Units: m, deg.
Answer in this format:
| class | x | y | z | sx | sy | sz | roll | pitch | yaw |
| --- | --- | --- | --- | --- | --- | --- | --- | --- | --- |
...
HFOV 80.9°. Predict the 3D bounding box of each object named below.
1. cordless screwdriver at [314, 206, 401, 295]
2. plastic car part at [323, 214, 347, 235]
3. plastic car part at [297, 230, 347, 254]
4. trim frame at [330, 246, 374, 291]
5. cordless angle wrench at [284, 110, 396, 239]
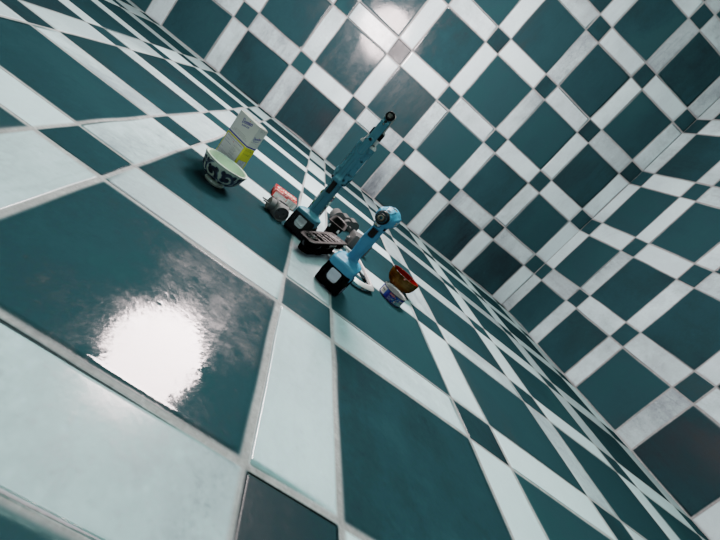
| class | x | y | z | sx | sy | sz | roll | pitch | yaw |
| --- | --- | --- | --- | --- | --- | --- | --- | --- | --- |
| cordless screwdriver | -0.005 | -0.051 | 0.995 | 0.075 | 0.250 | 0.156 | 43 | 14 | 5 |
| plastic car part | -0.089 | -0.138 | 1.414 | 0.066 | 0.071 | 0.116 | 41 | 14 | -3 |
| plastic car part | -0.114 | -0.074 | 1.162 | 0.069 | 0.067 | 0.195 | 46 | 15 | 17 |
| trim frame | -0.034 | -0.021 | 1.289 | 0.175 | 0.027 | 0.260 | 32 | 16 | -30 |
| cordless angle wrench | -0.049 | -0.264 | 1.171 | 0.075 | 0.424 | 0.097 | 43 | 15 | 2 |
